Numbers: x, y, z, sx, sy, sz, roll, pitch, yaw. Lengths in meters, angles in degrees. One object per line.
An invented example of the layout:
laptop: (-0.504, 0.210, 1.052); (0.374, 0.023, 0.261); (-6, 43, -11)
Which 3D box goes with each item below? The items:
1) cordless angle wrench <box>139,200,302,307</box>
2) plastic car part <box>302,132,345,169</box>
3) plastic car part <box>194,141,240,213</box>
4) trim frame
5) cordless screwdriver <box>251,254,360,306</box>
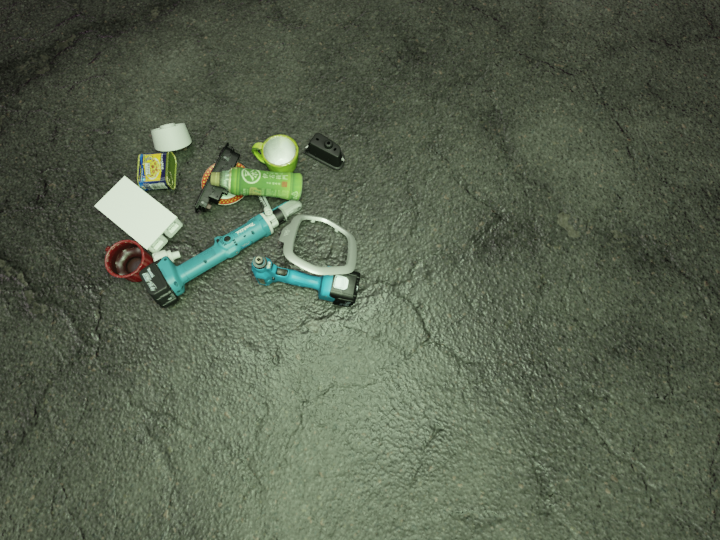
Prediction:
cordless angle wrench: (-0.323, -0.064, 1.039); (0.418, 0.072, 0.103); (-33, 62, -15)
plastic car part: (-0.091, -0.323, 1.120); (0.119, 0.069, 0.066); (32, 77, 12)
plastic car part: (-0.360, -0.236, 1.081); (0.066, 0.066, 0.205); (17, 73, -6)
trim frame: (-0.097, -0.063, 0.989); (0.182, 0.027, 0.255); (16, 34, -8)
cordless screwdriver: (-0.128, 0.016, 0.969); (0.250, 0.157, 0.075); (12, 75, 1)
